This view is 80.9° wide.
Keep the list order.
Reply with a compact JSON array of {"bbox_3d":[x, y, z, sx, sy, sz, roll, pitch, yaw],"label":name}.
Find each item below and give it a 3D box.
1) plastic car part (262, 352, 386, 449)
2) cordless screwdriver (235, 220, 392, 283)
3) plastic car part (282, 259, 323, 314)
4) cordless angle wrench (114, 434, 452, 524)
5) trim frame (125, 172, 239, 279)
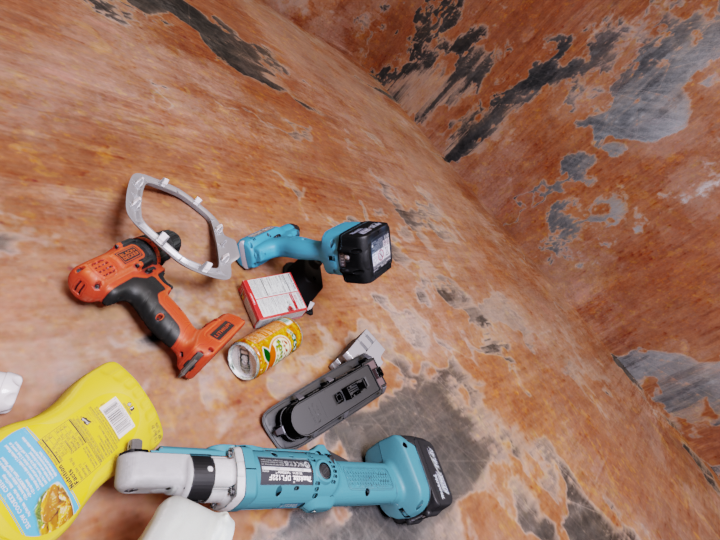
[{"bbox_3d":[-0.034,0.175,0.571,0.196,0.069,0.067,-20,85,-37],"label":"plastic car part"},{"bbox_3d":[-0.069,-0.045,0.703,0.156,0.260,0.073,-37,125,-54],"label":"cordless screwdriver"},{"bbox_3d":[-0.096,0.008,0.750,0.063,0.072,0.120,29,35,-28],"label":"plastic car part"},{"bbox_3d":[-0.056,0.230,0.469,0.400,0.075,0.102,24,34,-38],"label":"cordless angle wrench"},{"bbox_3d":[-0.260,-0.072,0.629,0.174,0.027,0.261,37,10,-36],"label":"trim frame"}]
